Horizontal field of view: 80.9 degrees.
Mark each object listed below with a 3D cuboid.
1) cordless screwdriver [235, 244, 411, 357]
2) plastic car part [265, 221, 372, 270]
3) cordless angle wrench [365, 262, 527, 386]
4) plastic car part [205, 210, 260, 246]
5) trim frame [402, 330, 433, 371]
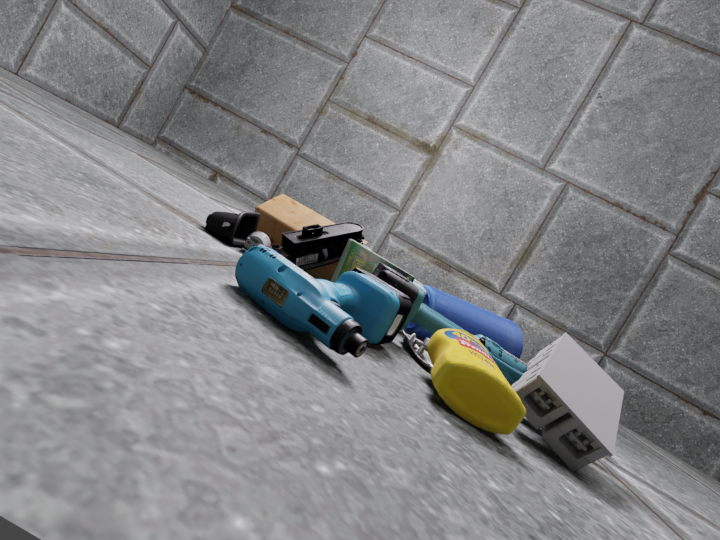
[{"bbox_3d":[-0.012,0.045,0.484,0.168,0.074,0.236,32,7,31],"label":"cordless screwdriver"},{"bbox_3d":[-0.068,-0.044,0.695,0.195,0.066,0.070,-11,25,-37],"label":"plastic car part"},{"bbox_3d":[0.192,0.133,0.661,0.423,0.074,0.098,33,4,0],"label":"cordless angle wrench"},{"bbox_3d":[-0.223,-0.077,0.718,0.072,0.066,0.115,15,4,6],"label":"plastic car part"},{"bbox_3d":[0.147,0.154,0.682,0.185,0.027,0.247,29,4,1],"label":"trim frame"}]
